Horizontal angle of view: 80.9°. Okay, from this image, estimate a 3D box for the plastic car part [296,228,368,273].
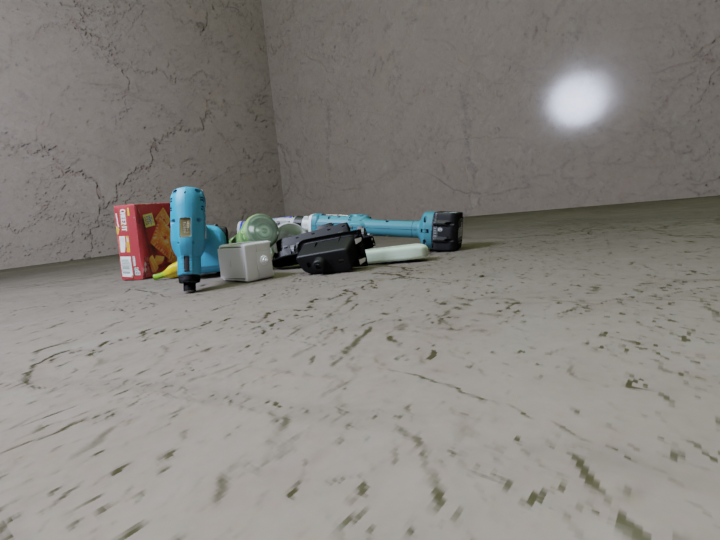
[{"bbox_3d":[-0.053,-0.020,0.690,0.119,0.064,0.071,-8,20,13],"label":"plastic car part"}]

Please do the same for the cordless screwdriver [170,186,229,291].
[{"bbox_3d":[-0.280,-0.032,0.741,0.073,0.161,0.249,-4,-10,-11],"label":"cordless screwdriver"}]

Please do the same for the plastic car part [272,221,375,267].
[{"bbox_3d":[-0.079,-0.051,0.804,0.205,0.068,0.065,-17,-10,7],"label":"plastic car part"}]

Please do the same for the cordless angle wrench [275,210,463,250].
[{"bbox_3d":[-0.003,-0.095,0.919,0.440,0.074,0.095,5,10,25],"label":"cordless angle wrench"}]
